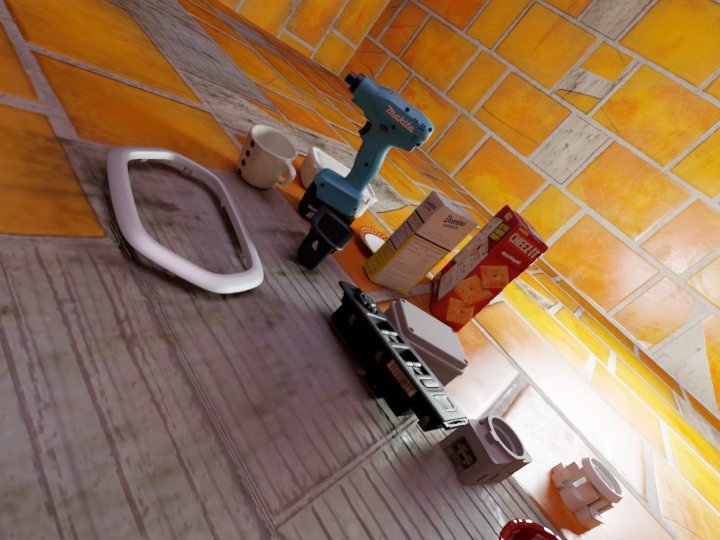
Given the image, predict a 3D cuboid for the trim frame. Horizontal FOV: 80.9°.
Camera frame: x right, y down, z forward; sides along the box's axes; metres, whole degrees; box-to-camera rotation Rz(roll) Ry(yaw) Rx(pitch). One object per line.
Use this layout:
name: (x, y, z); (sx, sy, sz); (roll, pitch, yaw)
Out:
trim frame: (-0.199, -0.067, 0.494); (0.174, 0.028, 0.261); (13, 34, -47)

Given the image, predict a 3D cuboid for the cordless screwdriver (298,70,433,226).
cordless screwdriver: (-0.019, -0.190, 0.706); (0.156, 0.250, 0.075); (37, 24, -9)

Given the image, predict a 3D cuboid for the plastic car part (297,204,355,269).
plastic car part: (-0.058, -0.038, 0.596); (0.066, 0.071, 0.116); (38, 23, -5)

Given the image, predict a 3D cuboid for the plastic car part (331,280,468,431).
plastic car part: (0.028, 0.097, 0.481); (0.063, 0.067, 0.213); (12, 35, -48)
